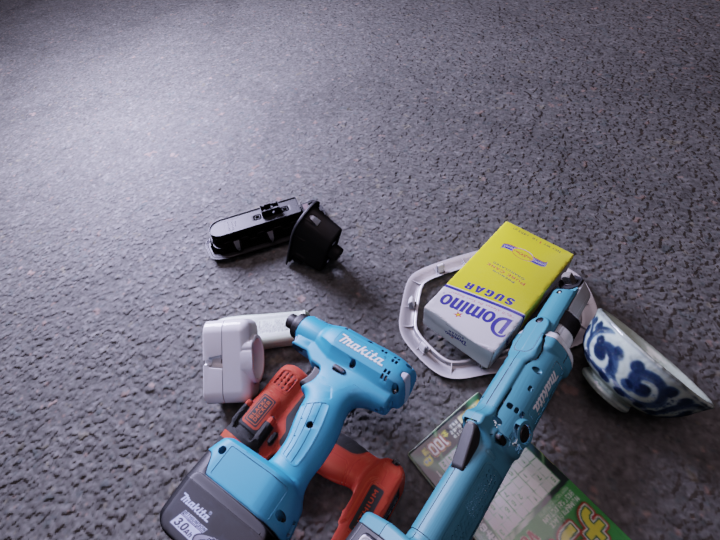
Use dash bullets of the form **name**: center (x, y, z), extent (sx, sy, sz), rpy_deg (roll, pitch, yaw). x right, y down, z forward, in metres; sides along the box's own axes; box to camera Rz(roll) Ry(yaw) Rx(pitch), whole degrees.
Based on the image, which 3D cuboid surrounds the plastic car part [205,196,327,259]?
- **plastic car part**: center (-0.154, -0.071, 0.675), extent (0.202, 0.064, 0.069), rpy_deg (-20, 55, -3)

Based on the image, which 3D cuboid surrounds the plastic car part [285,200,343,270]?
- **plastic car part**: center (-0.059, -0.039, 0.606), extent (0.072, 0.116, 0.065), rpy_deg (38, 62, 4)

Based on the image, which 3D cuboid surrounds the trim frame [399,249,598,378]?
- **trim frame**: center (0.170, 0.046, 0.540), extent (0.247, 0.026, 0.192), rpy_deg (-15, 51, -4)

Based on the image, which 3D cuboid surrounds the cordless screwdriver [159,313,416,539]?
- **cordless screwdriver**: center (-0.075, 0.147, 0.406), extent (0.167, 0.071, 0.246), rpy_deg (23, 51, 29)

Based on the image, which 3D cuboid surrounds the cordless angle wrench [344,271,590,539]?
- **cordless angle wrench**: center (0.131, 0.148, 0.403), extent (0.418, 0.095, 0.077), rpy_deg (-45, 20, -28)
